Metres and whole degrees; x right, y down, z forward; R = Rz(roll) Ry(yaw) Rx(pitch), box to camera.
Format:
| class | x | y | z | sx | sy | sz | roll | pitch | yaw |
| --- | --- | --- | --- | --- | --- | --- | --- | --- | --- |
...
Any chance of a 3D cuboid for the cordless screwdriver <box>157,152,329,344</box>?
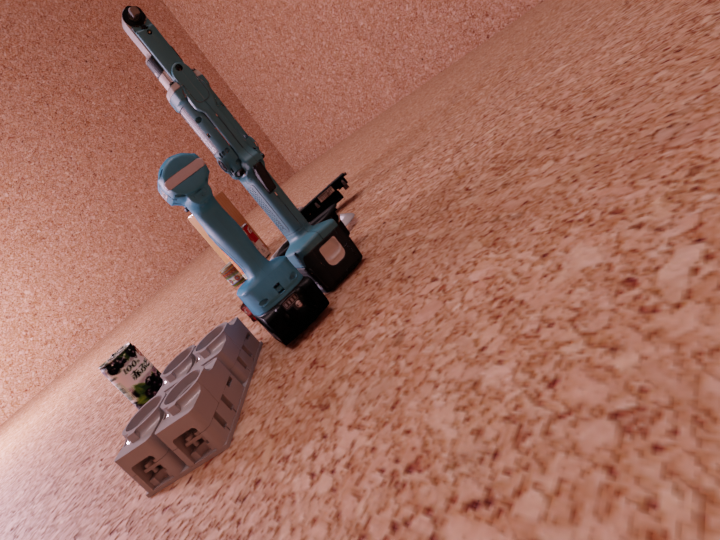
| class | x | y | z | sx | sy | sz | roll | pitch | yaw |
| --- | --- | --- | --- | --- | --- | --- | --- | --- | --- |
| cordless screwdriver | -0.156 | -0.027 | 0.525 | 0.074 | 0.243 | 0.164 | -42 | 15 | -18 |

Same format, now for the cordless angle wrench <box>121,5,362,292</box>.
| class | x | y | z | sx | sy | sz | roll | pitch | yaw |
| --- | --- | --- | --- | --- | --- | --- | --- | --- | --- |
| cordless angle wrench | -0.159 | -0.151 | 0.555 | 0.074 | 0.413 | 0.101 | -43 | 14 | -22 |

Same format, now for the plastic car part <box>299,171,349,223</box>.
| class | x | y | z | sx | sy | sz | roll | pitch | yaw |
| --- | --- | --- | --- | --- | --- | --- | --- | --- | --- |
| plastic car part | -0.101 | -0.148 | 0.996 | 0.204 | 0.065 | 0.067 | -35 | 16 | 10 |

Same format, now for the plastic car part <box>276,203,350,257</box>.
| class | x | y | z | sx | sy | sz | roll | pitch | yaw |
| --- | --- | --- | --- | --- | --- | --- | --- | --- | --- |
| plastic car part | -0.065 | -0.043 | 0.668 | 0.118 | 0.069 | 0.067 | -34 | 16 | 15 |

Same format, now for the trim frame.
| class | x | y | z | sx | sy | sz | roll | pitch | yaw |
| --- | --- | --- | --- | --- | --- | --- | --- | --- | --- |
| trim frame | -0.101 | -0.063 | 0.852 | 0.182 | 0.027 | 0.257 | -45 | 19 | -19 |
